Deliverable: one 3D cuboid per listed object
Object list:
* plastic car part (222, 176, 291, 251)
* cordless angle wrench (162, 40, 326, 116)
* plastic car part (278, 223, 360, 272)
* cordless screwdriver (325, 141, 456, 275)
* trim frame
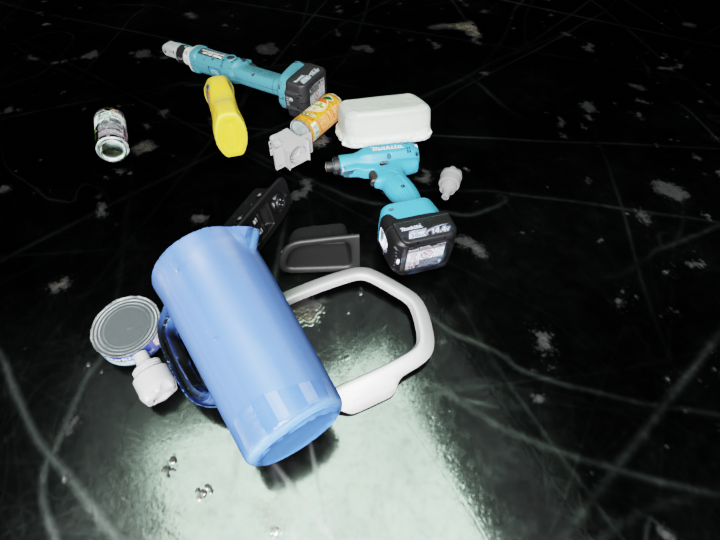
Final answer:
[{"bbox_3d":[-0.172,-0.062,0.639,0.070,0.063,0.202,7,51,36],"label":"plastic car part"},{"bbox_3d":[-0.271,-0.433,0.909,0.440,0.072,0.097,25,57,21],"label":"cordless angle wrench"},{"bbox_3d":[-0.061,-0.040,0.622,0.117,0.064,0.073,-2,39,2],"label":"plastic car part"},{"bbox_3d":[0.039,-0.110,0.660,0.158,0.072,0.259,-9,50,-6],"label":"cordless screwdriver"},{"bbox_3d":[-0.027,0.085,0.543,0.244,0.027,0.193,-21,55,-16],"label":"trim frame"}]
